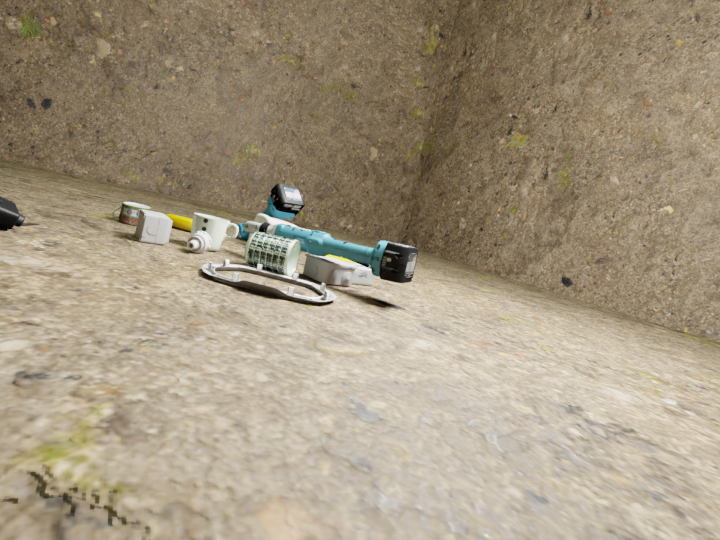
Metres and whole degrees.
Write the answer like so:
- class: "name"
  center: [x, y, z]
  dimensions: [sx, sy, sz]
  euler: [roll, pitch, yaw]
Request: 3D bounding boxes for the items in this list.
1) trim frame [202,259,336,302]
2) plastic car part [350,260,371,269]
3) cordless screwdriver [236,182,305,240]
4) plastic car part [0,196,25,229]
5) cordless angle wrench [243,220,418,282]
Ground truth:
- class: "trim frame"
  center: [-0.163, 0.017, 0.766]
  dimensions: [0.250, 0.027, 0.184]
  euler: [15, 8, 1]
- class: "plastic car part"
  center: [-0.020, -0.036, 1.324]
  dimensions: [0.214, 0.066, 0.063]
  euler: [16, 13, 42]
- class: "cordless screwdriver"
  center: [-0.269, -0.168, 1.342]
  dimensions: [0.253, 0.077, 0.151]
  euler: [-35, -27, 35]
- class: "plastic car part"
  center: [-0.614, -0.098, 0.717]
  dimensions: [0.123, 0.066, 0.067]
  euler: [23, -4, 40]
- class: "cordless angle wrench"
  center: [-0.091, -0.060, 0.933]
  dimensions: [0.443, 0.074, 0.094]
  euler: [15, 6, 27]
